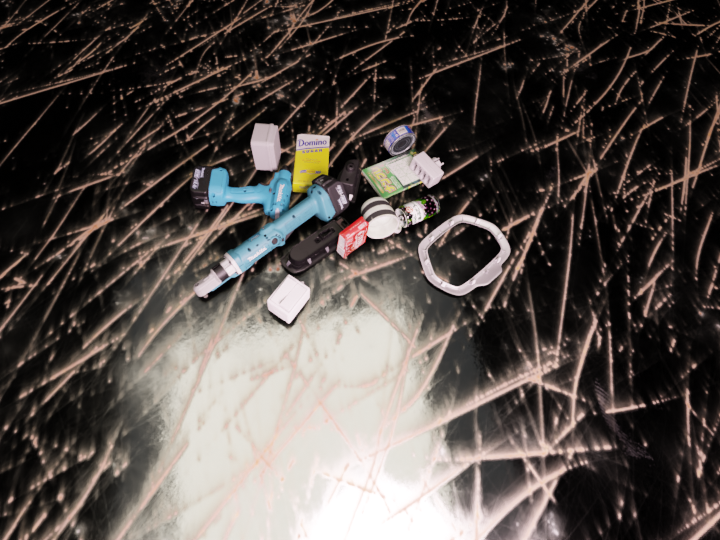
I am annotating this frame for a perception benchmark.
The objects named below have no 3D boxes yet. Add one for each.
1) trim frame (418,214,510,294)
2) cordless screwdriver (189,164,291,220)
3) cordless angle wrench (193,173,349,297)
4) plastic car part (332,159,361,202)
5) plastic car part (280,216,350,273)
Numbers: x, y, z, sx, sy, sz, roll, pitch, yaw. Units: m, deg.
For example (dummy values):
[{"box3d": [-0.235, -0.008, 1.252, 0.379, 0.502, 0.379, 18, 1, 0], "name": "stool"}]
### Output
[{"box3d": [0.257, -0.044, 1.041, 0.245, 0.027, 0.191, -35, 70, -21], "name": "trim frame"}, {"box3d": [-0.301, -0.220, 1.085, 0.247, 0.073, 0.163, 8, 61, -3], "name": "cordless screwdriver"}, {"box3d": [-0.213, -0.078, 1.002, 0.419, 0.093, 0.079, -39, 42, -16], "name": "cordless angle wrench"}, {"box3d": [-0.031, -0.247, 1.113, 0.066, 0.069, 0.118, 14, 65, 1], "name": "plastic car part"}, {"box3d": [-0.100, -0.065, 1.018, 0.200, 0.067, 0.067, -37, 82, -18], "name": "plastic car part"}]
